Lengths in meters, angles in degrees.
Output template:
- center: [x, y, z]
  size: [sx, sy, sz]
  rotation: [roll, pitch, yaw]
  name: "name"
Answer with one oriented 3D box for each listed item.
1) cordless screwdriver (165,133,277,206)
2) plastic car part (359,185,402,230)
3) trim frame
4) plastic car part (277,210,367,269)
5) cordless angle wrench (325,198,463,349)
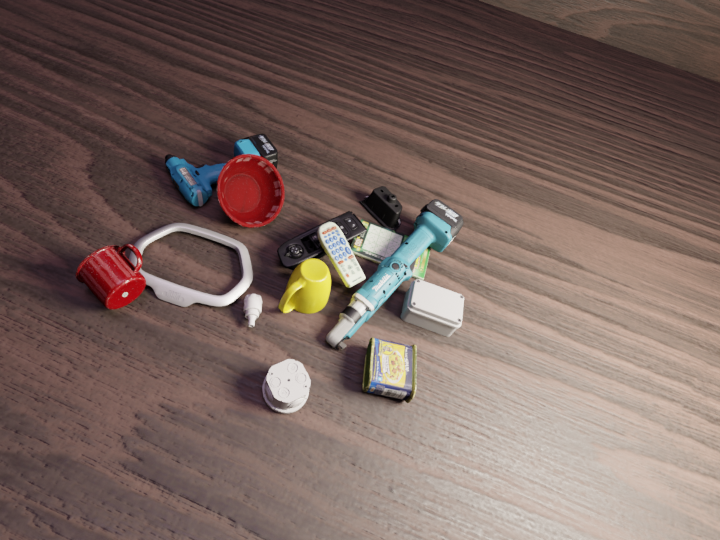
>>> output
- center: [-0.332, -0.258, 1.014]
  size: [0.243, 0.073, 0.166]
  rotation: [-31, 65, -27]
  name: "cordless screwdriver"
- center: [0.063, -0.161, 1.028]
  size: [0.064, 0.069, 0.122]
  rotation: [-26, 60, -29]
  name: "plastic car part"
- center: [-0.337, -0.013, 0.849]
  size: [0.248, 0.027, 0.187]
  rotation: [18, 50, -1]
  name: "trim frame"
- center: [-0.089, -0.058, 0.913]
  size: [0.198, 0.066, 0.068]
  rotation: [-27, 71, -25]
  name: "plastic car part"
- center: [0.069, 0.004, 0.892]
  size: [0.101, 0.073, 0.418]
  rotation: [38, 61, 12]
  name: "cordless angle wrench"
